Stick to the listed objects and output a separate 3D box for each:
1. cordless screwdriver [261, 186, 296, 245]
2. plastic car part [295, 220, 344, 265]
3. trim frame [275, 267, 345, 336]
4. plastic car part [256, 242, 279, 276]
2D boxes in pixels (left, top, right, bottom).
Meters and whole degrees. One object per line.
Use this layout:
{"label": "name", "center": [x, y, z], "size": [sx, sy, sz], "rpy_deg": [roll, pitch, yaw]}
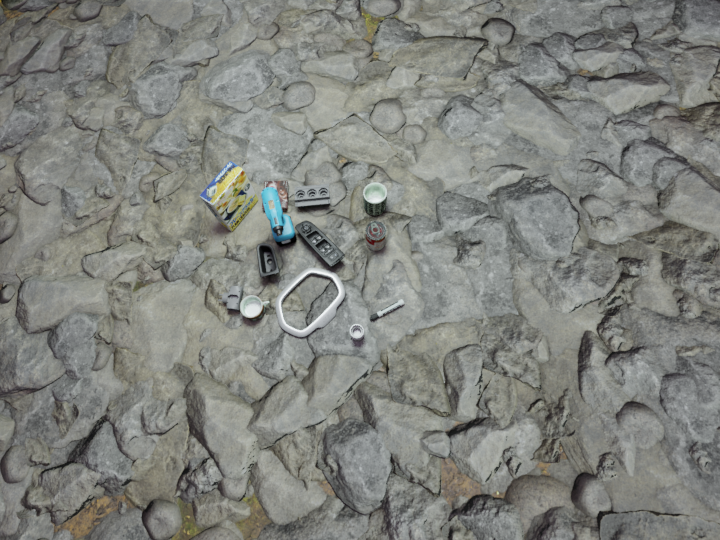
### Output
{"label": "cordless screwdriver", "center": [-0.261, -0.146, 1.373], "size": [0.074, 0.242, 0.164], "rpy_deg": [-16, 70, -4]}
{"label": "plastic car part", "center": [-0.140, -0.092, 1.434], "size": [0.066, 0.065, 0.210], "rpy_deg": [-40, 70, -11]}
{"label": "trim frame", "center": [-0.166, 0.101, 1.381], "size": [0.191, 0.027, 0.247], "rpy_deg": [41, 78, 19]}
{"label": "plastic car part", "center": [-0.310, -0.030, 1.426], "size": [0.066, 0.069, 0.120], "rpy_deg": [-14, 68, -2]}
